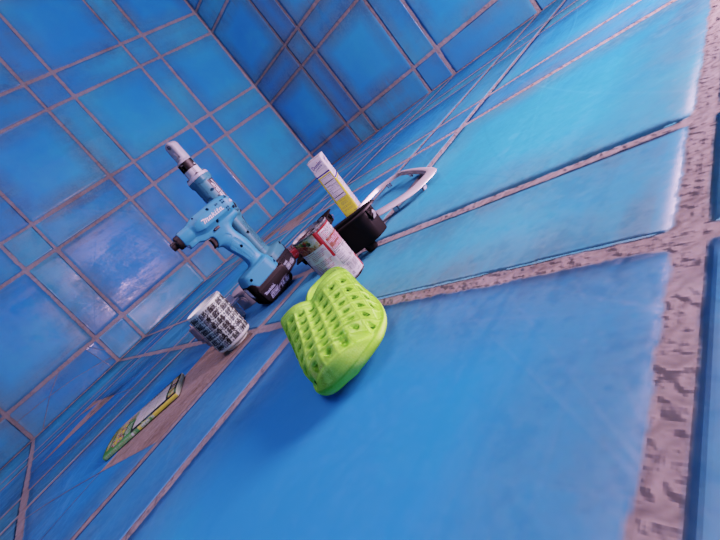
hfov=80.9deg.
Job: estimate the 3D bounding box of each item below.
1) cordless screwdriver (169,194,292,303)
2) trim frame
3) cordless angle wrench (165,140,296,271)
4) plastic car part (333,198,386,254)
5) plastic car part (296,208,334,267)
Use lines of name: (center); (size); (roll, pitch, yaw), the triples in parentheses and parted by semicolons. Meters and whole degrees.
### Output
cordless screwdriver: (-0.276, -0.025, 0.915); (0.158, 0.244, 0.076); (-45, 12, -23)
trim frame: (0.072, -0.167, 0.899); (0.184, 0.027, 0.255); (-41, 16, -3)
cordless angle wrench: (-0.327, -0.147, 1.042); (0.075, 0.414, 0.098); (-35, 12, 23)
plastic car part: (-0.006, -0.059, 0.714); (0.119, 0.069, 0.066); (-30, 16, 33)
plastic car part: (-0.088, -0.057, 0.898); (0.067, 0.065, 0.205); (-34, 17, 23)
